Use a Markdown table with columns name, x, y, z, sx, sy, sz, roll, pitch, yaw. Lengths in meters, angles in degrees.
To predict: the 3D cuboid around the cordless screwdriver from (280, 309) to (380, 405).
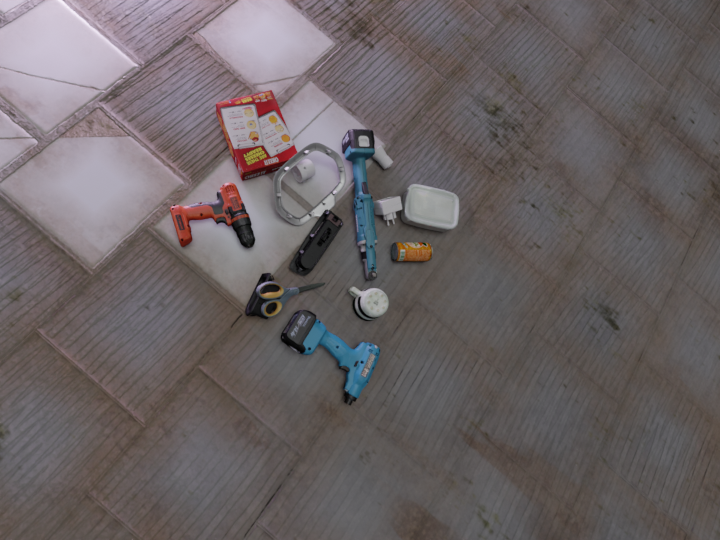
| name | x | y | z | sx | sy | sz | roll | pitch | yaw |
| --- | --- | --- | --- | --- | --- | --- | --- | --- | --- |
| cordless screwdriver | -0.083 | 0.213 | 1.054 | 0.245 | 0.075 | 0.160 | 30 | 71 | -8 |

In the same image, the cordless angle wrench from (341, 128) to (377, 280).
| name | x | y | z | sx | sy | sz | roll | pitch | yaw |
| --- | --- | --- | --- | --- | --- | --- | --- | --- | --- |
| cordless angle wrench | 0.010 | -0.182 | 1.180 | 0.073 | 0.099 | 0.428 | -2 | 80 | -17 |

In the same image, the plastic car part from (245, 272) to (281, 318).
| name | x | y | z | sx | sy | sz | roll | pitch | yaw |
| --- | --- | --- | --- | --- | --- | --- | --- | --- | --- |
| plastic car part | -0.237 | 0.072 | 1.068 | 0.068 | 0.068 | 0.117 | 27 | 74 | -23 |

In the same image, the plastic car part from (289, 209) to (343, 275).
| name | x | y | z | sx | sy | sz | roll | pitch | yaw |
| --- | --- | --- | --- | --- | --- | --- | --- | --- | --- |
| plastic car part | -0.111 | -0.072 | 1.132 | 0.064 | 0.070 | 0.203 | 40 | 73 | -22 |

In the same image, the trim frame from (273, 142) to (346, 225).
| name | x | y | z | sx | sy | sz | roll | pitch | yaw |
| --- | --- | --- | --- | --- | --- | --- | --- | --- | --- |
| trim frame | -0.134 | -0.236 | 1.154 | 0.246 | 0.029 | 0.176 | -46 | 122 | -21 |
